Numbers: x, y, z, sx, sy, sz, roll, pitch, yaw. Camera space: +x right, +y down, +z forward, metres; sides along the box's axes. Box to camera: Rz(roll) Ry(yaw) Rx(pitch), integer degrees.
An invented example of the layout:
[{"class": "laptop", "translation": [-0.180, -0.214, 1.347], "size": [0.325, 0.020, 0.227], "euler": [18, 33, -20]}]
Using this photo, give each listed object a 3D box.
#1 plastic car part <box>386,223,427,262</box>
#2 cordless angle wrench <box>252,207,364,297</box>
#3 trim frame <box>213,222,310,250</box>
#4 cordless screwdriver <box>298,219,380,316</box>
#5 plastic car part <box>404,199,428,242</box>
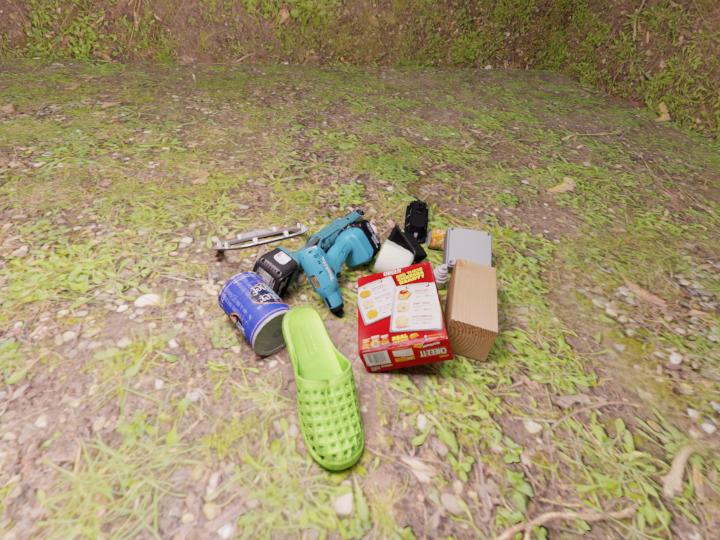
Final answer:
[{"class": "plastic car part", "translation": [0.128, -0.058, 1.093], "size": [0.068, 0.065, 0.123], "euler": [0, 39, -33]}, {"class": "cordless angle wrench", "translation": [-0.103, -0.067, 1.054], "size": [0.076, 0.097, 0.415], "euler": [36, 40, 11]}, {"class": "trim frame", "translation": [-0.242, -0.085, 1.049], "size": [0.243, 0.027, 0.191], "euler": [-17, 14, -20]}, {"class": "cordless screwdriver", "translation": [-0.034, -0.014, 0.977], "size": [0.077, 0.157, 0.244], "euler": [-22, 10, 36]}, {"class": "plastic car part", "translation": [0.165, -0.150, 1.209], "size": [0.066, 0.066, 0.206], "euler": [16, 41, 0]}]
